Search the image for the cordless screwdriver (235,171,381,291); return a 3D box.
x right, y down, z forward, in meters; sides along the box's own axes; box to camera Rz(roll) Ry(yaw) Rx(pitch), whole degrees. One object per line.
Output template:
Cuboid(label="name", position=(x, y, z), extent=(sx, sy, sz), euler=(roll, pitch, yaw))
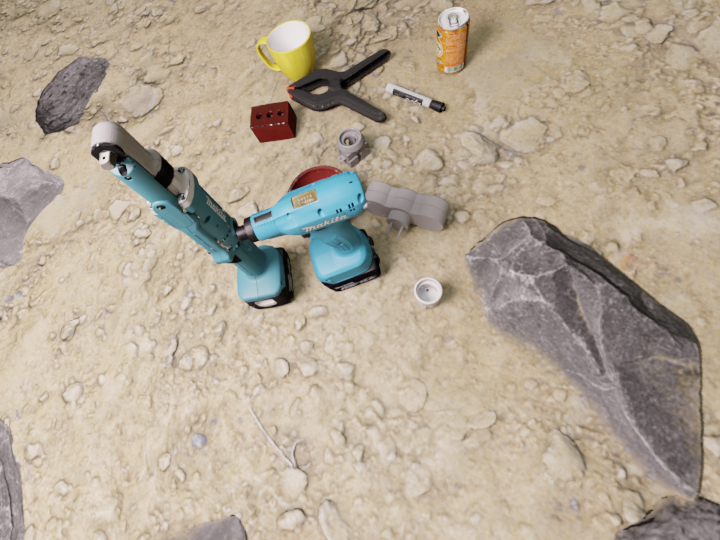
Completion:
Cuboid(label="cordless screwdriver", position=(-0.058, -0.038, 0.590), extent=(0.160, 0.239, 0.077), euler=(-18, 68, 4))

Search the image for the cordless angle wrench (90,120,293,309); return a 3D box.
Cuboid(label="cordless angle wrench", position=(-0.181, -0.047, 0.532), extent=(0.075, 0.407, 0.101), euler=(-12, 69, 5))
